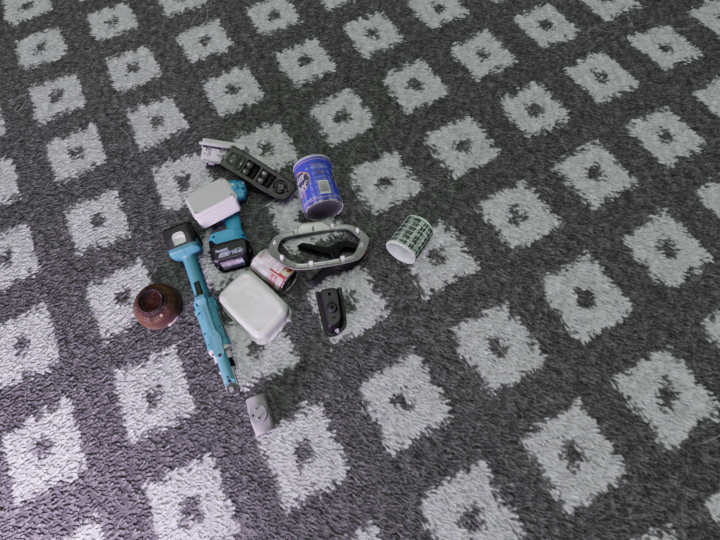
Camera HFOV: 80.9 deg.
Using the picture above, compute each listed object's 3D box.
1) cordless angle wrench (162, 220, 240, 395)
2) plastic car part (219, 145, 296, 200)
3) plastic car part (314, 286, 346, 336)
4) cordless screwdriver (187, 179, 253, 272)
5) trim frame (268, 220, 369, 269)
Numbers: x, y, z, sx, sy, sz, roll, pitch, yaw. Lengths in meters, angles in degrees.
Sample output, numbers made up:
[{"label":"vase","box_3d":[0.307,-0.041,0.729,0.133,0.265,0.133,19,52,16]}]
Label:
[{"label":"cordless angle wrench","box_3d":[-0.362,0.086,0.990,0.074,0.096,0.436,-23,72,-10]},{"label":"plastic car part","box_3d":[-0.269,-0.246,1.120,0.203,0.067,0.066,29,72,-1]},{"label":"plastic car part","box_3d":[-0.066,0.088,0.979,0.066,0.069,0.120,-11,64,-3]},{"label":"cordless screwdriver","box_3d":[-0.361,-0.119,1.083,0.159,0.072,0.257,-12,63,-3]},{"label":"trim frame","box_3d":[-0.101,-0.066,1.029,0.246,0.026,0.193,-11,37,-9]}]
